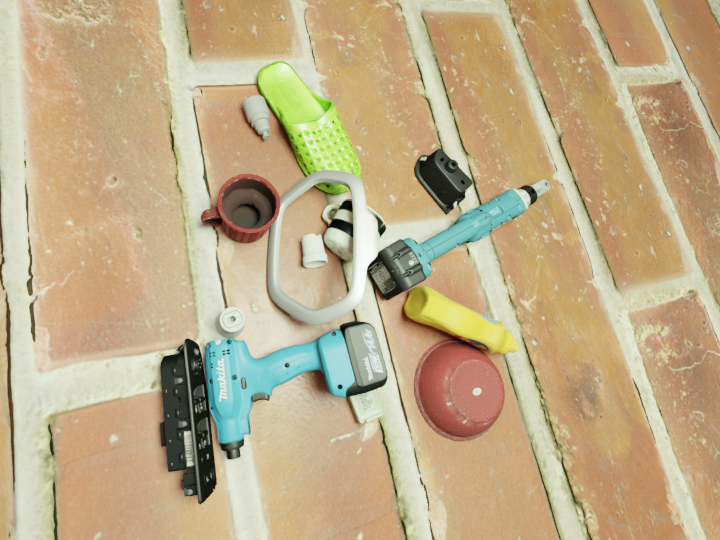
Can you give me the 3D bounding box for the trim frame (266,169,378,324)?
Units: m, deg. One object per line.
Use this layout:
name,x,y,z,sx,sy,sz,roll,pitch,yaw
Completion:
trim frame,-0.064,-0.042,0.650,0.190,0.026,0.253,-8,69,24

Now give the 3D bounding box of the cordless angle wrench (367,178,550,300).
cordless angle wrench,0.201,-0.079,0.752,0.414,0.099,0.075,-28,83,-24

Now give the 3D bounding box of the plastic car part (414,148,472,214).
plastic car part,0.157,-0.174,0.776,0.065,0.072,0.116,-40,92,-24

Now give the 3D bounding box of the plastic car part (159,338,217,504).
plastic car part,-0.236,0.196,0.573,0.068,0.064,0.206,-9,77,7

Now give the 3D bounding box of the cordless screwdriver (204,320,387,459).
cordless screwdriver,-0.089,0.161,0.594,0.247,0.073,0.162,-9,77,-4
